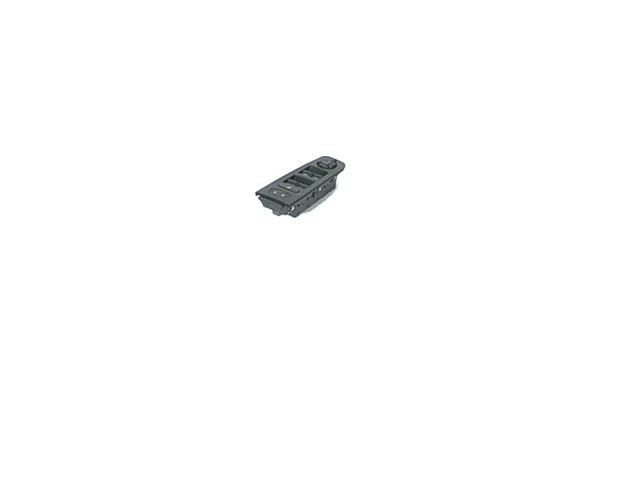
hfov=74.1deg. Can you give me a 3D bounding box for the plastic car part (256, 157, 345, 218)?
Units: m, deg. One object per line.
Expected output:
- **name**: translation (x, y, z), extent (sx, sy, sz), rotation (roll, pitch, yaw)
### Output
- **plastic car part**: translation (-0.021, -0.086, 0.715), extent (0.067, 0.067, 0.201), rotation (16, 39, 27)
